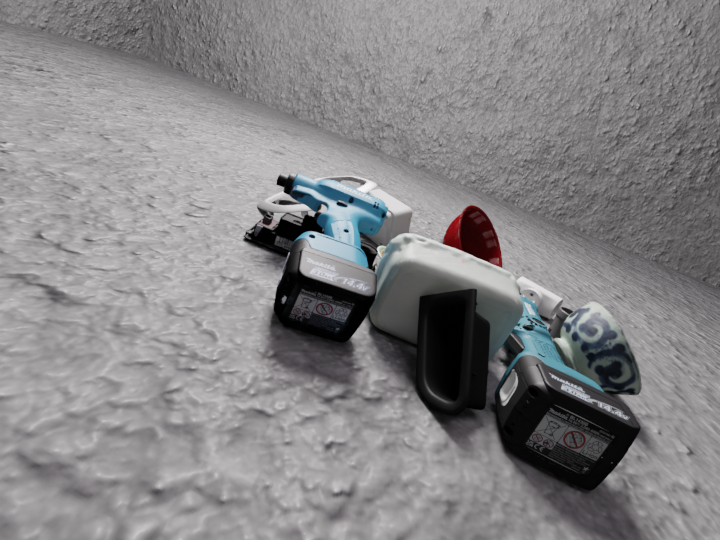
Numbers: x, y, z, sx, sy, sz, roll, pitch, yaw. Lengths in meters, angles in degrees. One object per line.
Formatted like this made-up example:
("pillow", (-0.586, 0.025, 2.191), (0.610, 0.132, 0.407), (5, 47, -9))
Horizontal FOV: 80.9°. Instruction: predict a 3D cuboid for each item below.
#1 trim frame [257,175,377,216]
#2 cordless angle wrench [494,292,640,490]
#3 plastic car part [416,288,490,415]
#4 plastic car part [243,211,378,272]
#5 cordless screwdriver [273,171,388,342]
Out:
("trim frame", (-0.078, -0.142, 0.792), (0.193, 0.027, 0.243), (10, 30, 31))
("cordless angle wrench", (0.217, 0.089, 0.552), (0.099, 0.074, 0.419), (24, 18, 5))
("plastic car part", (0.100, 0.086, 0.422), (0.067, 0.118, 0.068), (24, -27, -37))
("plastic car part", (-0.060, -0.039, 0.615), (0.204, 0.067, 0.066), (25, 13, 2))
("cordless screwdriver", (-0.051, -0.041, 0.513), (0.158, 0.074, 0.253), (20, 35, -7))
